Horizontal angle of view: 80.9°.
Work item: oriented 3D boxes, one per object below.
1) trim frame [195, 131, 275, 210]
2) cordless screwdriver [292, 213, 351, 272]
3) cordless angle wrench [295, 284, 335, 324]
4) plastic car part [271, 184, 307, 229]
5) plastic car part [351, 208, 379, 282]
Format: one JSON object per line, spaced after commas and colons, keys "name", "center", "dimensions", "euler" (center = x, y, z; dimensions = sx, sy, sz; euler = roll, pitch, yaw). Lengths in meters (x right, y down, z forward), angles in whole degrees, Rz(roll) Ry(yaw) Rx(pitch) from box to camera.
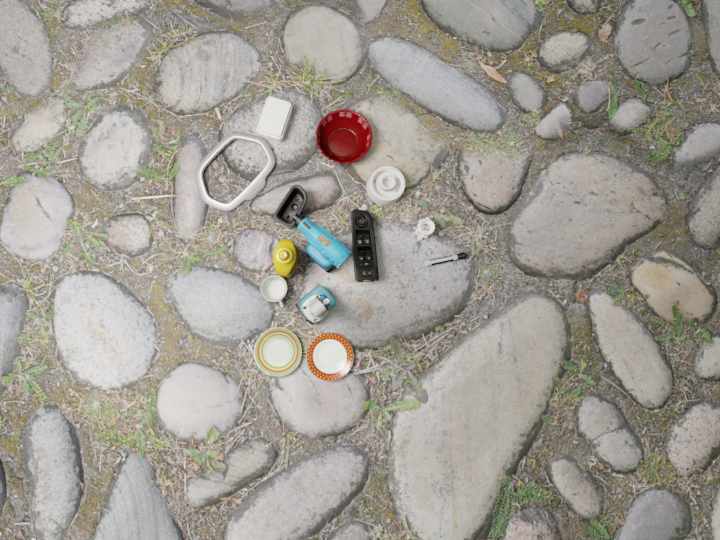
{"name": "trim frame", "center": [-0.360, -0.285, 1.213], "dimensions": [0.185, 0.027, 0.248], "euler": [41, 84, 4]}
{"name": "cordless screwdriver", "center": [-0.106, -0.069, 1.080], "dimensions": [0.160, 0.249, 0.074], "euler": [42, 83, -1]}
{"name": "cordless angle wrench", "center": [-0.102, 0.083, 0.975], "dimensions": [0.097, 0.423, 0.074], "euler": [-40, 91, -7]}
{"name": "plastic car part", "center": [-0.189, -0.176, 1.181], "dimensions": [0.066, 0.071, 0.116], "euler": [30, 84, -1]}
{"name": "plastic car part", "center": [0.008, -0.069, 1.173], "dimensions": [0.066, 0.067, 0.204], "euler": [-4, 84, -4]}
